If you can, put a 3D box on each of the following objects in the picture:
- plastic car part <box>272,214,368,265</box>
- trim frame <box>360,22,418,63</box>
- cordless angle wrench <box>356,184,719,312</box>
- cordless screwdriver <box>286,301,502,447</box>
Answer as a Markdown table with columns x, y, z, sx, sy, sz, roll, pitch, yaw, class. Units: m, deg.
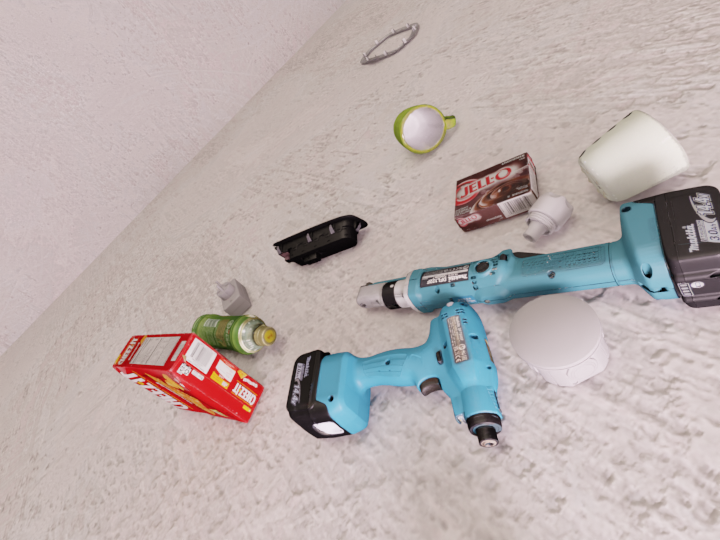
| x | y | z | sx | sy | sz | roll | pitch | yaw | class |
| --- | --- | --- | --- | --- | --- | --- | --- | --- | --- |
| -0.081 | -0.053 | 0.824 | 0.208 | 0.063 | 0.069 | -22 | 48 | 29 | plastic car part |
| 0.093 | -0.773 | 1.440 | 0.184 | 0.026 | 0.262 | -53 | 37 | -11 | trim frame |
| 0.160 | 0.009 | 0.507 | 0.440 | 0.071 | 0.099 | -13 | 44 | 41 | cordless angle wrench |
| 0.032 | 0.143 | 0.493 | 0.254 | 0.070 | 0.164 | -23 | 39 | 22 | cordless screwdriver |
